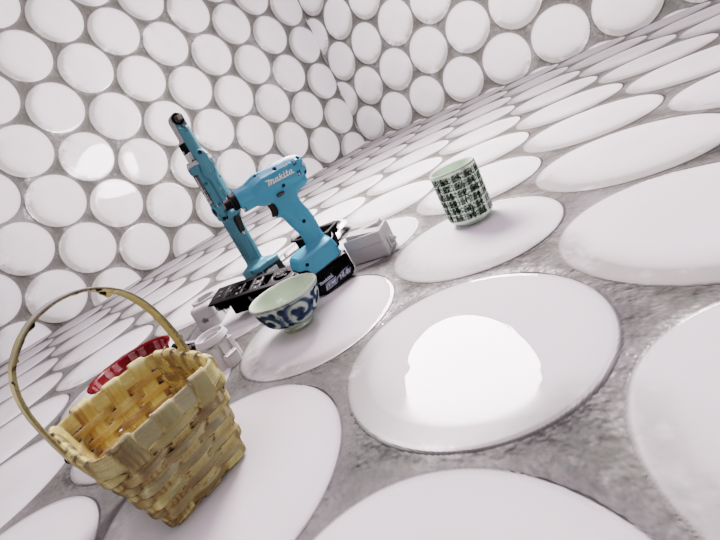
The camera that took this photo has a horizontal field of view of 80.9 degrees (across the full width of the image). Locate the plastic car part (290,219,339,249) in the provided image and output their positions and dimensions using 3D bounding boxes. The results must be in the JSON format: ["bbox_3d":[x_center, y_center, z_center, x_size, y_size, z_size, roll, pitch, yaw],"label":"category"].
[{"bbox_3d":[-0.096,-0.063,0.980,0.120,0.069,0.065,-16,20,33],"label":"plastic car part"}]

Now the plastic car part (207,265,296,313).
[{"bbox_3d":[-0.208,0.045,0.860,0.207,0.065,0.067,-21,17,19],"label":"plastic car part"}]

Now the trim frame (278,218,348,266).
[{"bbox_3d":[-0.131,-0.071,1.117,0.192,0.027,0.244,-7,28,47],"label":"trim frame"}]

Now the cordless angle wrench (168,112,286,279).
[{"bbox_3d":[-0.288,-0.135,0.900,0.073,0.413,0.102,-37,17,-33],"label":"cordless angle wrench"}]

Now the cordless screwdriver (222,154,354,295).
[{"bbox_3d":[-0.126,-0.067,0.763,0.157,0.243,0.077,-32,15,-18],"label":"cordless screwdriver"}]
